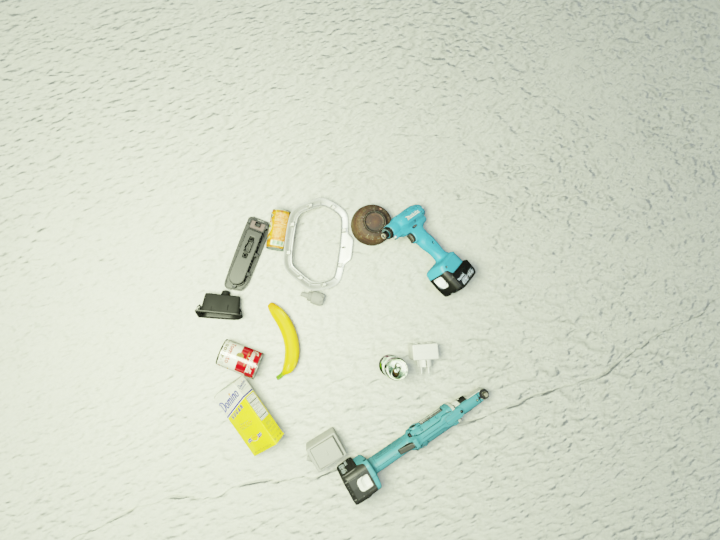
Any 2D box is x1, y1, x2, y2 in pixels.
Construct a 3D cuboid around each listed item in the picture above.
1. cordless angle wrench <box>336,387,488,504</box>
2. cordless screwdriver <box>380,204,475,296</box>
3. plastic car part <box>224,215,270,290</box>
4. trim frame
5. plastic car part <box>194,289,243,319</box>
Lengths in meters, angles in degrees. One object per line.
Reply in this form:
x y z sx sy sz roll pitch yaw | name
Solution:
0.142 0.410 1.045 0.418 0.098 0.075 -30 87 -11 | cordless angle wrench
0.169 -0.045 1.092 0.156 0.075 0.252 -34 82 -36 | cordless screwdriver
-0.296 -0.042 1.104 0.065 0.068 0.203 21 83 -12 | plastic car part
-0.109 -0.071 1.116 0.178 0.028 0.251 10 78 -18 | trim frame
-0.357 0.086 1.084 0.115 0.065 0.072 2 68 -7 | plastic car part
